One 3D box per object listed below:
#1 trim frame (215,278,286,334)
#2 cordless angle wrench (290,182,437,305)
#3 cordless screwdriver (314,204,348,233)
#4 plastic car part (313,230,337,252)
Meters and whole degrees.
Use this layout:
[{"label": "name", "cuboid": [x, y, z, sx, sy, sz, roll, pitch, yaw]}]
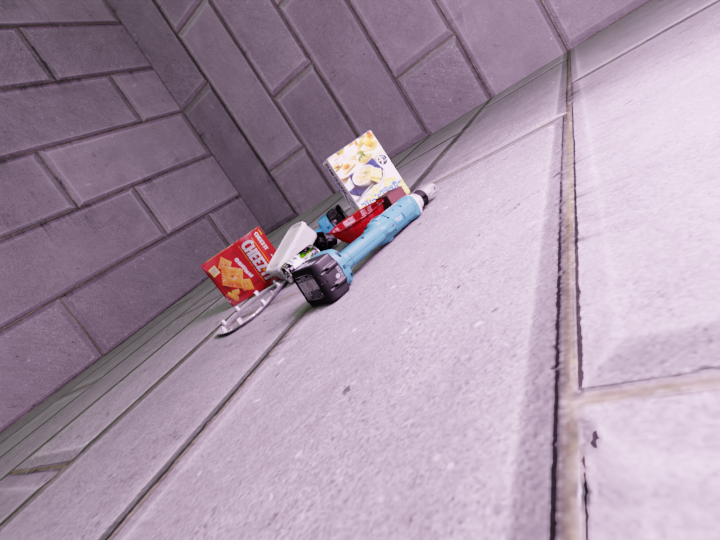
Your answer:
[{"label": "trim frame", "cuboid": [-0.274, 0.087, 1.074, 0.188, 0.027, 0.247, -27, 13, 24]}, {"label": "cordless angle wrench", "cuboid": [0.040, -0.081, 0.846, 0.415, 0.073, 0.101, -41, 14, -36]}, {"label": "cordless screwdriver", "cuboid": [-0.151, -0.118, 1.404, 0.250, 0.073, 0.161, -36, 12, 8]}, {"label": "plastic car part", "cuboid": [-0.121, -0.079, 1.241, 0.065, 0.066, 0.209, -10, 2, -23]}]
